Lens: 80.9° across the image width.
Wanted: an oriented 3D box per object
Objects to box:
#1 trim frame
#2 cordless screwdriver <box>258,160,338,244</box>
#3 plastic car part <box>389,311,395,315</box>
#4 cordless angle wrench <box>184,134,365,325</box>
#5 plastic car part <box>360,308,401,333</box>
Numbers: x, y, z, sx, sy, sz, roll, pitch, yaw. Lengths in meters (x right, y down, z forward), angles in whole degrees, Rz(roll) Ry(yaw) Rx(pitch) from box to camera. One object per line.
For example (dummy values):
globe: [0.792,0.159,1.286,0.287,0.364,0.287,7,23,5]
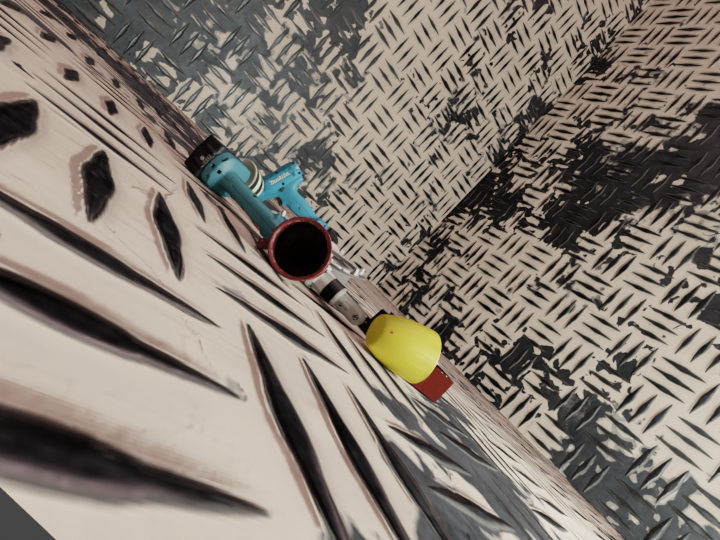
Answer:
trim frame: [-0.086,-0.056,0.883,0.251,0.027,0.182,34,7,4]
cordless screwdriver: [-0.173,-0.135,1.076,0.247,0.160,0.074,59,4,-4]
plastic car part: [0.096,0.155,1.025,0.064,0.067,0.211,35,2,-25]
cordless angle wrench: [-0.143,-0.067,0.733,0.435,0.074,0.095,46,3,15]
plastic car part: [0.054,0.114,0.782,0.063,0.071,0.122,41,0,-31]
